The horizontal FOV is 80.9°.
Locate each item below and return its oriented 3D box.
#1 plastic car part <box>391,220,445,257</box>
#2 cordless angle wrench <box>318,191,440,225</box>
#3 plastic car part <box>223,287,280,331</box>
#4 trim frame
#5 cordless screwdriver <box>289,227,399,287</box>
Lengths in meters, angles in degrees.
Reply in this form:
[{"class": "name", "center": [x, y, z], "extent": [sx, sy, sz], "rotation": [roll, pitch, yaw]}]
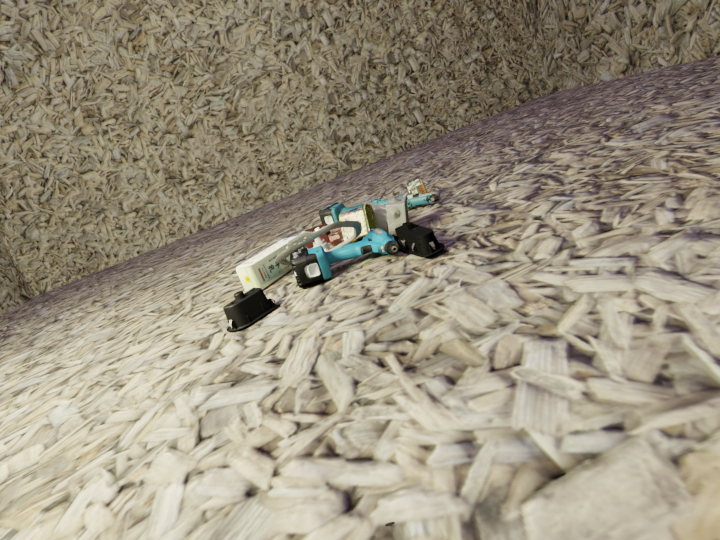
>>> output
[{"class": "plastic car part", "center": [0.124, -0.075, 0.951], "extent": [0.065, 0.065, 0.210], "rotation": [-17, 19, -11]}, {"class": "cordless angle wrench", "center": [0.057, -0.207, 1.386], "extent": [0.441, 0.072, 0.096], "rotation": [-5, 23, 35]}, {"class": "plastic car part", "center": [-0.246, 0.075, 0.915], "extent": [0.113, 0.069, 0.069], "rotation": [-31, 18, -38]}, {"class": "trim frame", "center": [-0.105, -0.069, 1.076], "extent": [0.255, 0.028, 0.175], "rotation": [-26, -15, 29]}, {"class": "cordless screwdriver", "center": [-0.037, -0.032, 0.988], "extent": [0.247, 0.073, 0.164], "rotation": [-20, 16, -6]}]
